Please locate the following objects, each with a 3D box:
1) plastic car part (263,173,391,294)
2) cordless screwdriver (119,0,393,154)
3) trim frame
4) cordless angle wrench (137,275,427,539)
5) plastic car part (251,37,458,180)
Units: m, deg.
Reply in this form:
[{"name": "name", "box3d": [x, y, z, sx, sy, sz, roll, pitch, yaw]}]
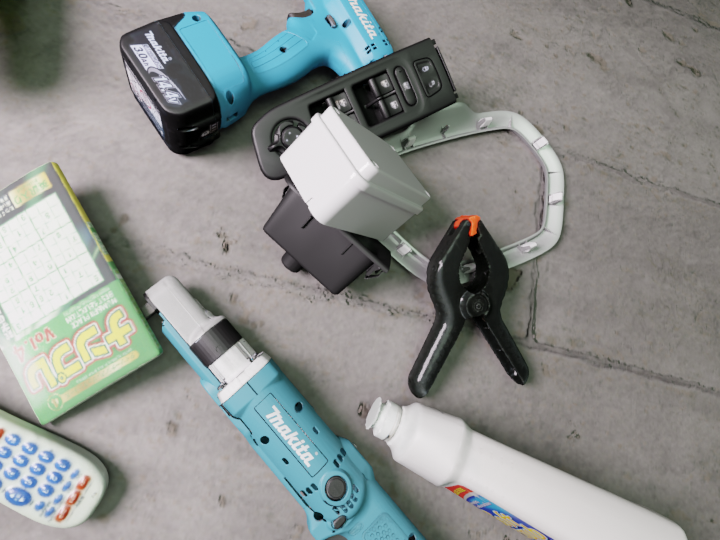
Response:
[{"name": "plastic car part", "box3d": [-0.037, -0.024, 0.380, 0.116, 0.066, 0.071, 38, 105, -1]}, {"name": "cordless screwdriver", "box3d": [-0.099, -0.222, 0.405, 0.244, 0.075, 0.161, -29, 85, -21]}, {"name": "trim frame", "box3d": [0.114, -0.087, 0.444, 0.244, 0.027, 0.187, -18, 81, -13]}, {"name": "cordless angle wrench", "box3d": [-0.025, 0.168, 0.336, 0.097, 0.074, 0.426, -41, 86, -17]}, {"name": "plastic car part", "box3d": [-0.013, -0.150, 0.406, 0.200, 0.070, 0.064, -29, 109, -13]}]
